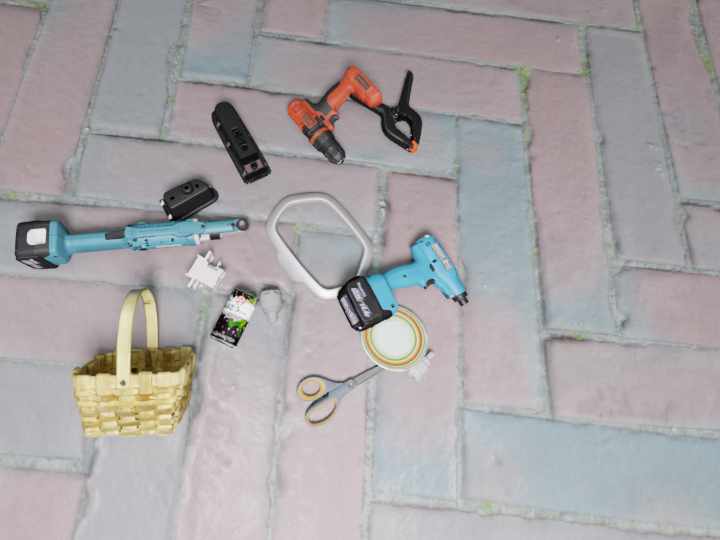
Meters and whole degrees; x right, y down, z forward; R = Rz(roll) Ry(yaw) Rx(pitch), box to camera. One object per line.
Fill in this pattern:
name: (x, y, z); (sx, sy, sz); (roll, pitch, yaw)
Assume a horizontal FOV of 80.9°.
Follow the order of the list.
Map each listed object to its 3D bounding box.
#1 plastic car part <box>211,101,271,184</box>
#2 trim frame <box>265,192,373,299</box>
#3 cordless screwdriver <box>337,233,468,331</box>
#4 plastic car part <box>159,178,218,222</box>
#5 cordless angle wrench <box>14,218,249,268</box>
plastic car part: (-0.273, -0.292, 0.930); (0.066, 0.065, 0.208); (-29, 75, -6)
trim frame: (-0.087, -0.057, 0.885); (0.182, 0.027, 0.253); (-38, 81, -14)
cordless screwdriver: (0.089, 0.043, 0.830); (0.244, 0.074, 0.163); (-28, 78, -22)
plastic car part: (-0.359, -0.154, 0.875); (0.115, 0.070, 0.067); (-31, 81, -10)
cordless angle wrench: (-0.435, -0.068, 0.840); (0.416, 0.097, 0.076); (-6, 76, -10)
